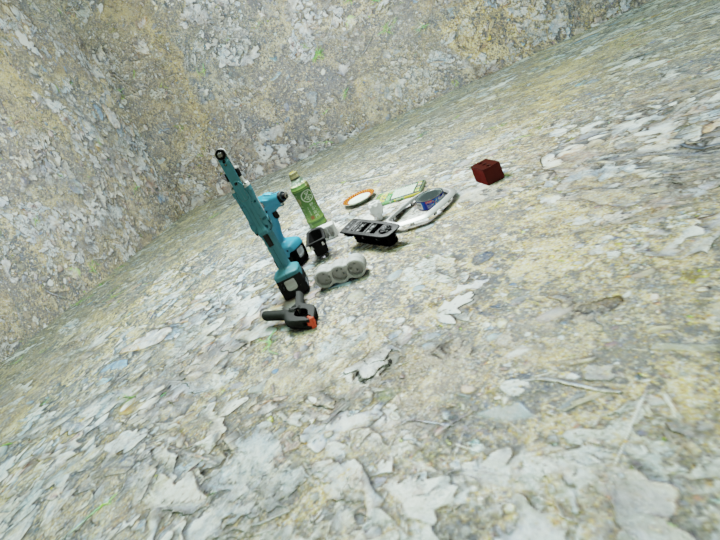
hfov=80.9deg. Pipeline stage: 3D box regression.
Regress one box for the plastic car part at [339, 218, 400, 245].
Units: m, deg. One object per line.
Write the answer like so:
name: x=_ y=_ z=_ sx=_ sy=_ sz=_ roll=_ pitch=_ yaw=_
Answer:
plastic car part: x=0.031 y=-0.101 z=1.174 sx=0.065 sy=0.065 sz=0.213 roll=-39 pitch=26 yaw=-27

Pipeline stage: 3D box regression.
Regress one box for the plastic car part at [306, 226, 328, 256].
plastic car part: x=-0.127 y=-0.083 z=1.297 sx=0.066 sy=0.068 sz=0.120 roll=-25 pitch=23 yaw=4

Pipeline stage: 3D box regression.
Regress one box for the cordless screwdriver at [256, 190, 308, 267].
cordless screwdriver: x=-0.235 y=-0.123 z=1.277 sx=0.166 sy=0.241 sz=0.074 roll=-10 pitch=26 yaw=37

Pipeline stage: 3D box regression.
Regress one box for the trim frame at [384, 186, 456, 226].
trim frame: x=0.174 y=-0.186 z=1.242 sx=0.193 sy=0.026 sz=0.245 roll=2 pitch=38 yaw=48

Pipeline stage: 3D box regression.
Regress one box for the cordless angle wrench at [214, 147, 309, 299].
cordless angle wrench: x=-0.257 y=-0.120 z=1.086 sx=0.074 sy=0.410 sz=0.101 roll=-26 pitch=20 yaw=1
